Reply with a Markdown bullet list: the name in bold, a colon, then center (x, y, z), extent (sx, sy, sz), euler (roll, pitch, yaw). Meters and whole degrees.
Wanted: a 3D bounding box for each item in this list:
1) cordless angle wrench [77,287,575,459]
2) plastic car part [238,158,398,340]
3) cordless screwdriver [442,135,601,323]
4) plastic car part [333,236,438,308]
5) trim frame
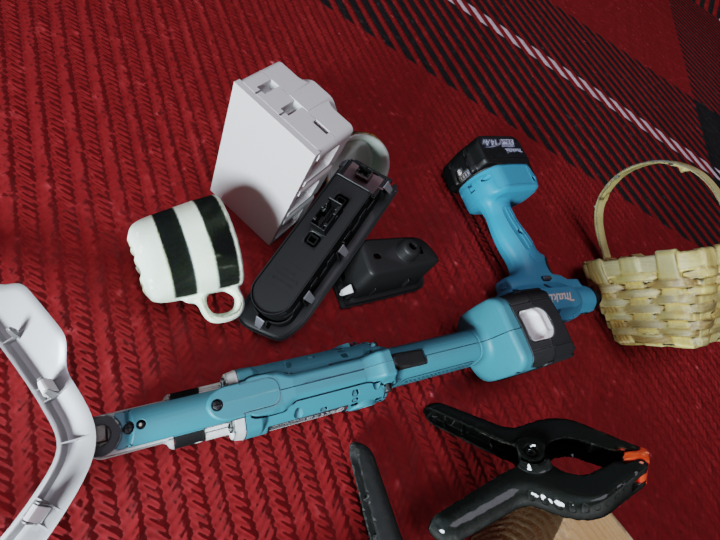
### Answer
- **cordless angle wrench**: center (-0.004, 0.091, 0.368), extent (0.410, 0.098, 0.077), euler (-8, 68, -22)
- **plastic car part**: center (-0.039, -0.025, 0.395), extent (0.067, 0.066, 0.203), euler (33, 78, 4)
- **cordless screwdriver**: center (0.213, -0.053, 0.552), extent (0.153, 0.075, 0.256), euler (-3, 67, -26)
- **plastic car part**: center (0.031, -0.009, 0.446), extent (0.113, 0.071, 0.068), euler (-9, 69, -25)
- **trim frame**: center (-0.279, 0.085, 0.257), extent (0.257, 0.027, 0.181), euler (39, 60, 17)
